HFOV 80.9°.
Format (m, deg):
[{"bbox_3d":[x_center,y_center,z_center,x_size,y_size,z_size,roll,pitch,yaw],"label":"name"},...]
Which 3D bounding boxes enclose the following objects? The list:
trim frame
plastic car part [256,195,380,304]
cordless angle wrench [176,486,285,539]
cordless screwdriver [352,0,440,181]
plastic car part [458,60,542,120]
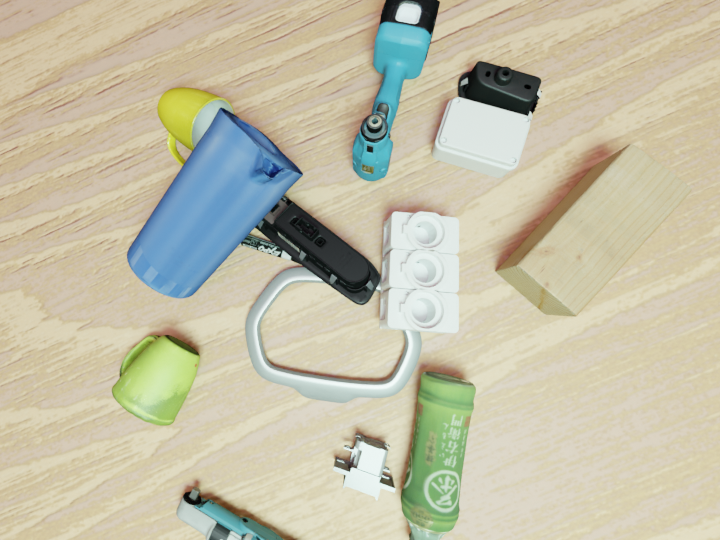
[{"bbox_3d":[-0.041,0.090,0.593,0.250,0.027,0.185,5,82,5],"label":"trim frame"},{"bbox_3d":[-0.057,-0.037,0.580,0.208,0.066,0.066,39,68,13],"label":"plastic car part"},{"bbox_3d":[-0.052,0.403,0.532,0.432,0.073,0.098,24,86,10],"label":"cordless angle wrench"},{"bbox_3d":[0.041,-0.254,0.564,0.075,0.157,0.250,15,83,2],"label":"cordless screwdriver"},{"bbox_3d":[0.199,-0.255,0.592,0.118,0.070,0.066,23,85,4],"label":"plastic car part"}]
